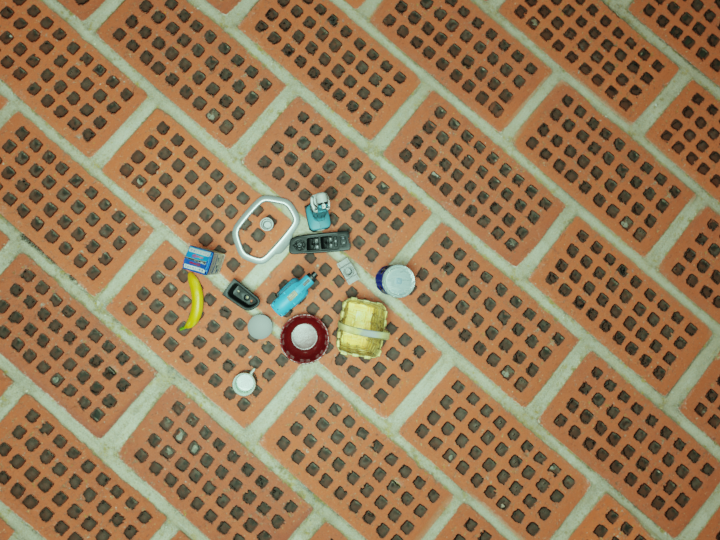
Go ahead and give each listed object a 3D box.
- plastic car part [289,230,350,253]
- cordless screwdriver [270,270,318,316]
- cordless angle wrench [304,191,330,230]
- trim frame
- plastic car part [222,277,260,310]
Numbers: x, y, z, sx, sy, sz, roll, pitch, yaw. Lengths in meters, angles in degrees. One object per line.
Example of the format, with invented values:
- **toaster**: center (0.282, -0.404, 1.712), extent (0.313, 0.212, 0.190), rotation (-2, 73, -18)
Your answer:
- **plastic car part**: center (-0.137, -0.090, 1.405), extent (0.202, 0.067, 0.066), rotation (-5, 89, -3)
- **cordless screwdriver**: center (-0.197, 0.061, 1.303), extent (0.159, 0.250, 0.074), rotation (-44, 95, -5)
- **cordless angle wrench**: center (-0.120, -0.180, 1.232), extent (0.074, 0.425, 0.098), rotation (-12, 92, -7)
- **trim frame**: center (-0.318, -0.138, 1.422), extent (0.184, 0.027, 0.248), rotation (40, 86, 1)
- **plastic car part**: center (-0.383, 0.085, 1.385), extent (0.116, 0.071, 0.066), rotation (36, 86, -1)
